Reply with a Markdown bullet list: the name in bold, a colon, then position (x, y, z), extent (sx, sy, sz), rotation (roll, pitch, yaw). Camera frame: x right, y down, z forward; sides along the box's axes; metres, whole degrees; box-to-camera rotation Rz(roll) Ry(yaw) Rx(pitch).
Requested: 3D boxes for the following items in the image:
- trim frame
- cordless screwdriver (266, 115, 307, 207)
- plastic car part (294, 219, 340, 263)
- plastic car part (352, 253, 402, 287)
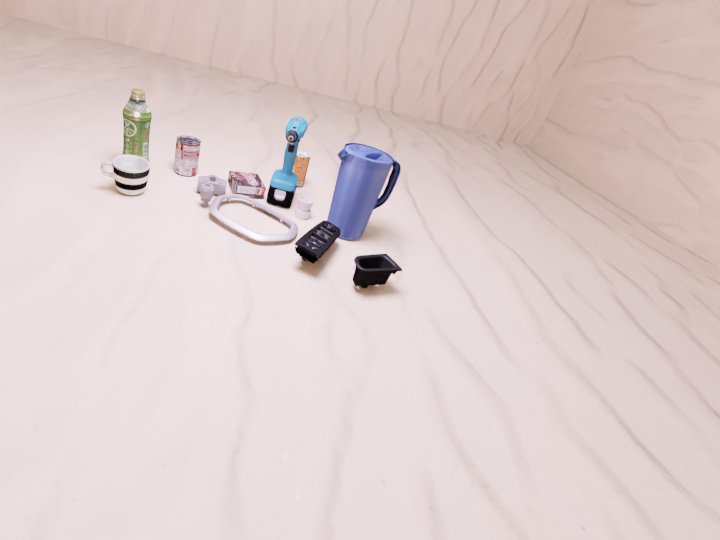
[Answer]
- **trim frame**: position (-0.277, -0.138, 1.098), extent (0.257, 0.027, 0.181), rotation (27, 32, 17)
- **cordless screwdriver**: position (-0.202, -0.291, 1.169), extent (0.074, 0.245, 0.163), rotation (15, 30, -8)
- **plastic car part**: position (-0.100, -0.066, 1.027), extent (0.067, 0.066, 0.202), rotation (22, 31, 6)
- **plastic car part**: position (0.024, 0.007, 0.966), extent (0.112, 0.070, 0.070), rotation (-6, 38, -35)
